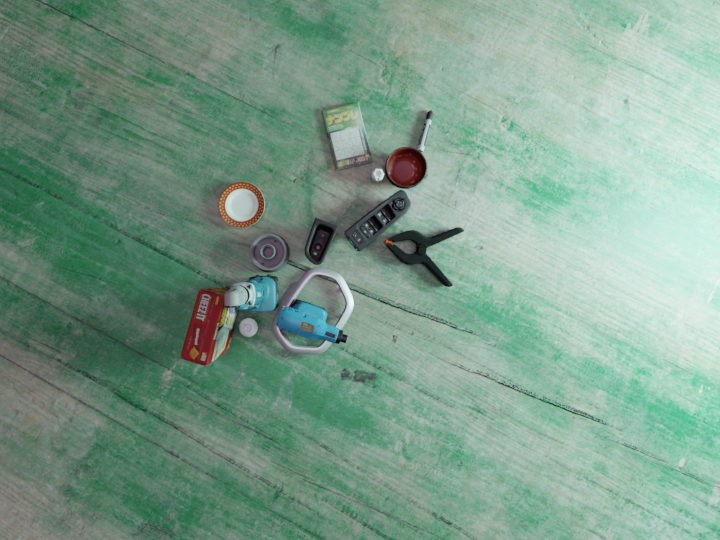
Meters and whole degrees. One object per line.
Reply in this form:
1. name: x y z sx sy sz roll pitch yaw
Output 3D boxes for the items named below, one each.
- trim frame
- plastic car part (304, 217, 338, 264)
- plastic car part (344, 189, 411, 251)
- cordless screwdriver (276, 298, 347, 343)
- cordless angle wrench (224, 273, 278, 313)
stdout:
1. trim frame: -0.129 0.110 1.142 0.185 0.027 0.248 33 86 4
2. plastic car part: -0.111 -0.073 1.137 0.066 0.071 0.117 21 86 -1
3. plastic car part: 0.050 -0.135 1.142 0.202 0.067 0.067 -39 88 -3
4. cordless screwdriver: -0.113 0.129 1.030 0.159 0.248 0.074 19 87 -2
5. cordless angle wrench: -0.245 0.055 0.952 0.074 0.422 0.098 -2 88 -4
